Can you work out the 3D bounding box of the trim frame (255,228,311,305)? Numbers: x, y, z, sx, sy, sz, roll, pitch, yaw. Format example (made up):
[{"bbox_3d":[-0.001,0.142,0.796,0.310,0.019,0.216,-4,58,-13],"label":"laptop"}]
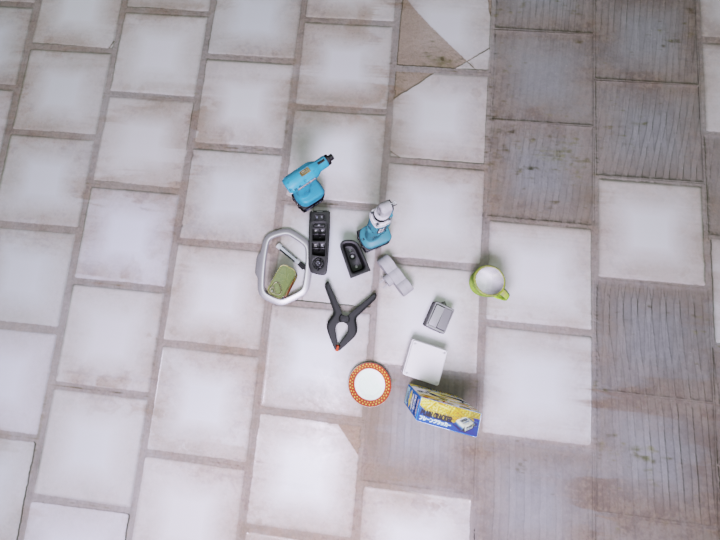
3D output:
[{"bbox_3d":[-0.246,-0.013,1.353,0.185,0.027,0.250,3,81,4],"label":"trim frame"}]

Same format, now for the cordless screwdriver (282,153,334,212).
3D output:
[{"bbox_3d":[-0.146,-0.265,1.277,0.159,0.246,0.075,-35,86,-4],"label":"cordless screwdriver"}]

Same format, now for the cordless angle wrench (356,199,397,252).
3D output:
[{"bbox_3d":[0.048,-0.124,1.156,0.098,0.419,0.075,-22,85,-4],"label":"cordless angle wrench"}]

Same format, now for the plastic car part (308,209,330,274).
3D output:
[{"bbox_3d":[-0.131,-0.086,1.338,0.066,0.066,0.205,1,81,1],"label":"plastic car part"}]

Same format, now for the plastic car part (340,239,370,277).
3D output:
[{"bbox_3d":[-0.022,-0.039,1.322,0.066,0.070,0.118,-21,82,-2],"label":"plastic car part"}]
